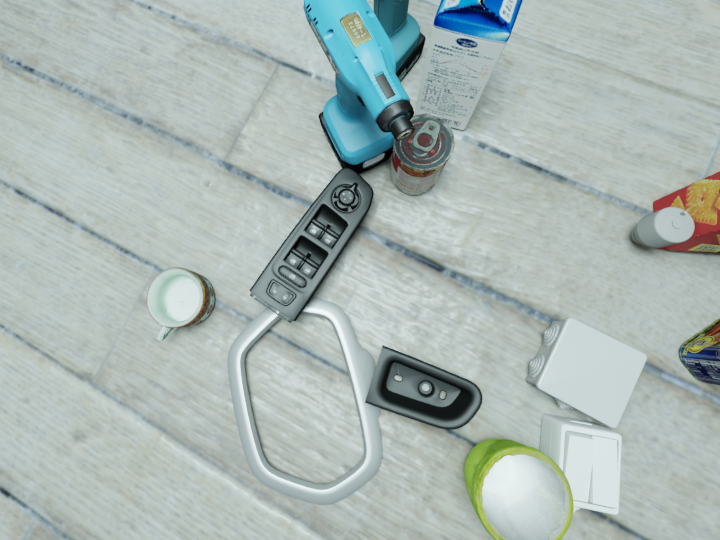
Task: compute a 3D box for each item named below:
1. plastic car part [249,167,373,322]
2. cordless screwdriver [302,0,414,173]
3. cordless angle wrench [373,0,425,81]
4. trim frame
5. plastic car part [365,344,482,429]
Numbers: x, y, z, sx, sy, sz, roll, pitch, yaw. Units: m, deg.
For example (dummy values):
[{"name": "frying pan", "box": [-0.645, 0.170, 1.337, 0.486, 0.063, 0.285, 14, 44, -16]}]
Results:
[{"name": "plastic car part", "box": [-0.052, -0.034, 0.536, 0.068, 0.066, 0.203, 33, 85, 8]}, {"name": "cordless screwdriver", "box": [0.004, -0.171, 0.464, 0.074, 0.244, 0.162, -26, 81, -2]}, {"name": "cordless angle wrench", "box": [0.030, -0.321, 0.401, 0.075, 0.416, 0.098, 37, 85, 5]}, {"name": "trim frame", "box": [-0.067, 0.156, 0.522, 0.185, 0.027, 0.253, -16, 78, 3]}, {"name": "plastic car part", "box": [0.071, 0.137, 0.488, 0.118, 0.069, 0.066, 18, 83, 8]}]
